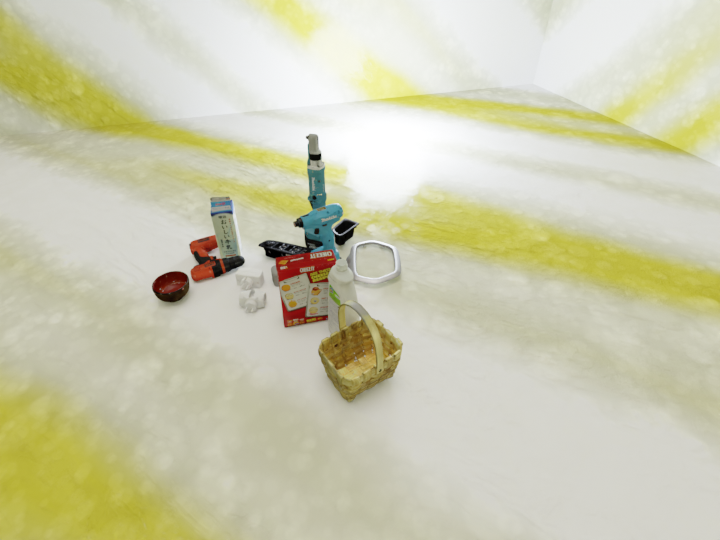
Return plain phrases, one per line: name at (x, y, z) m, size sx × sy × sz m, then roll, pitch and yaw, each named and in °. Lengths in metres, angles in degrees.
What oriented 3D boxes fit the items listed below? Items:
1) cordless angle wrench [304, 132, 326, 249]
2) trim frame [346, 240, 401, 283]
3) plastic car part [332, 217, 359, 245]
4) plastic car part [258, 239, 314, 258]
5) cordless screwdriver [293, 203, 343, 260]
cordless angle wrench at (-0.146, -0.256, 1.424) m, size 0.101 × 0.410 × 0.074 m, roll 15°, pitch 39°, yaw 19°
trim frame at (0.042, -0.031, 1.432) m, size 0.185 × 0.027 × 0.256 m, roll -2°, pitch 38°, yaw 2°
plastic car part at (-0.062, -0.131, 1.535) m, size 0.069 × 0.069 × 0.115 m, roll 20°, pitch 43°, yaw 26°
plastic car part at (-0.259, -0.062, 1.463) m, size 0.212 × 0.065 × 0.066 m, roll 17°, pitch 41°, yaw 24°
cordless screwdriver at (-0.131, -0.086, 1.341) m, size 0.155 × 0.241 × 0.079 m, roll -20°, pitch 41°, yaw -24°
